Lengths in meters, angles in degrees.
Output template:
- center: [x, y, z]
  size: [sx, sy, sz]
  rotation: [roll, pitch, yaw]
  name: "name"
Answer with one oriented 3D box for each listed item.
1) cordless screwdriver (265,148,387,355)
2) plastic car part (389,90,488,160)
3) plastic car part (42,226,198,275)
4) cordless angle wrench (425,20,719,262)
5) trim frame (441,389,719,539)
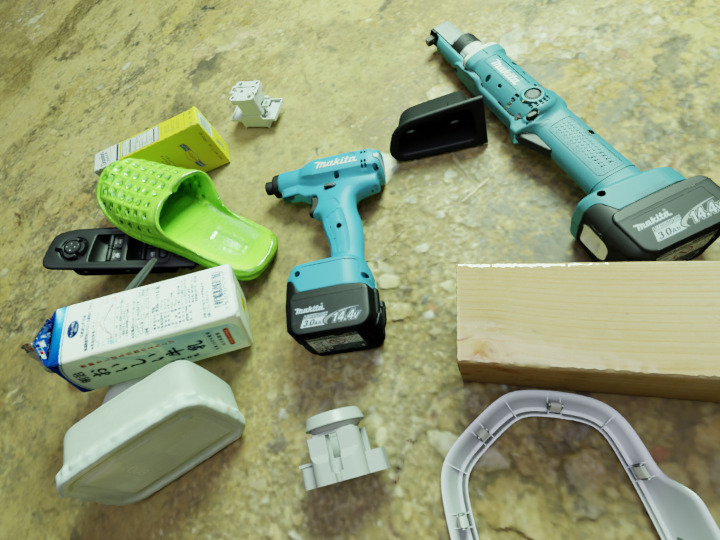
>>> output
- center: [-0.048, -0.032, 0.496]
  size: [0.163, 0.071, 0.255]
  rotation: [-9, 59, 16]
  name: "cordless screwdriver"
- center: [0.093, -0.189, 0.534]
  size: [0.120, 0.063, 0.072]
  rotation: [-8, 48, 19]
  name: "plastic car part"
- center: [-0.318, -0.024, 0.579]
  size: [0.201, 0.066, 0.068]
  rotation: [-1, 70, -7]
  name: "plastic car part"
- center: [0.194, -0.180, 0.483]
  size: [0.098, 0.071, 0.443]
  rotation: [-28, 57, 4]
  name: "cordless angle wrench"
- center: [0.167, 0.217, 0.317]
  size: [0.186, 0.026, 0.258]
  rotation: [-18, 58, 10]
  name: "trim frame"
